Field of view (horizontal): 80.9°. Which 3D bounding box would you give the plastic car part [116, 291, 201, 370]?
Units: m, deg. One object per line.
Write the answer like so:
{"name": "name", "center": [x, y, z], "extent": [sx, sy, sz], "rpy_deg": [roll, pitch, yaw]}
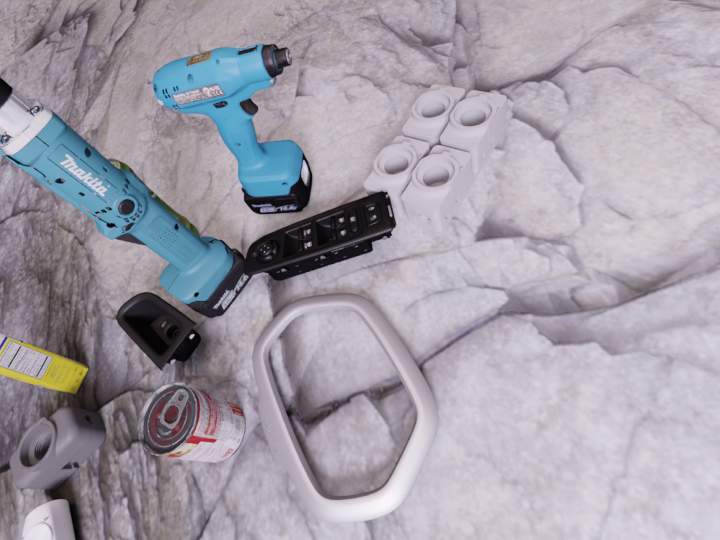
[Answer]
{"name": "plastic car part", "center": [-0.254, 0.078, 0.553], "extent": [0.123, 0.067, 0.066], "rpy_deg": [27, 74, 31]}

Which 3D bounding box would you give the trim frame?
{"name": "trim frame", "center": [-0.030, 0.130, 0.459], "extent": [0.184, 0.026, 0.261], "rpy_deg": [-34, 55, 1]}

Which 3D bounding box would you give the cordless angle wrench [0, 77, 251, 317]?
{"name": "cordless angle wrench", "center": [-0.253, -0.071, 0.433], "extent": [0.078, 0.402, 0.098], "rpy_deg": [28, 74, 29]}

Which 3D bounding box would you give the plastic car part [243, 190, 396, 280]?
{"name": "plastic car part", "center": [-0.053, -0.034, 0.538], "extent": [0.206, 0.064, 0.068], "rpy_deg": [-15, 58, 13]}

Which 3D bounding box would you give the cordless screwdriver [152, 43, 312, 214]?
{"name": "cordless screwdriver", "center": [-0.123, -0.170, 0.538], "extent": [0.164, 0.236, 0.076], "rpy_deg": [-3, 62, 18]}
